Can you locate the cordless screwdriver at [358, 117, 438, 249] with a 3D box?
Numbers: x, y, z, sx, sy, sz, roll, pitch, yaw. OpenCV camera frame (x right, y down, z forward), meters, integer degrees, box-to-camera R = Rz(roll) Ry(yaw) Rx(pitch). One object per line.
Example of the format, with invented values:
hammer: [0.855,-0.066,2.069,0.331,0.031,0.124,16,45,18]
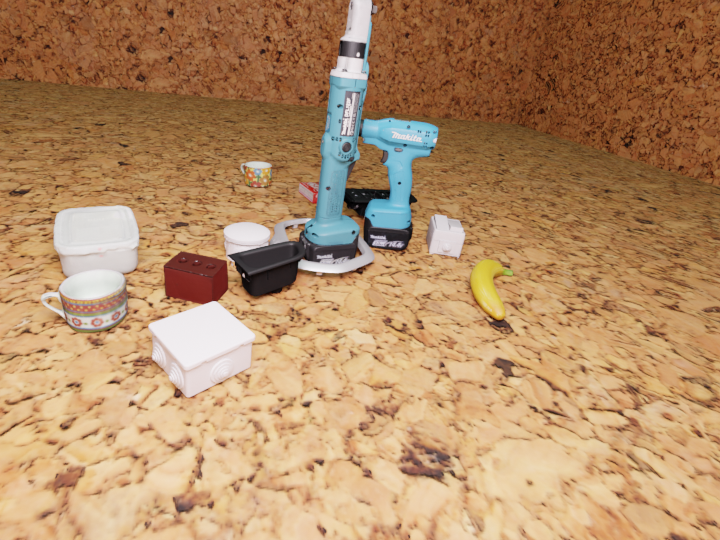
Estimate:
cordless screwdriver: [0.045,-0.169,0.825,0.161,0.244,0.075,11,26,5]

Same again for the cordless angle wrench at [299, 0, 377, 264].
cordless angle wrench: [-0.032,-0.206,0.691,0.094,0.415,0.078,-4,29,-26]

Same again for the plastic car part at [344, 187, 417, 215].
plastic car part: [0.047,-0.157,0.997,0.196,0.066,0.070,-9,31,-29]

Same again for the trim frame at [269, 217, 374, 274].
trim frame: [-0.079,-0.052,0.805,0.179,0.027,0.260,-3,29,-19]

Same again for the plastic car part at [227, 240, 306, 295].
plastic car part: [-0.135,0.003,0.641,0.112,0.069,0.070,-15,34,-37]
